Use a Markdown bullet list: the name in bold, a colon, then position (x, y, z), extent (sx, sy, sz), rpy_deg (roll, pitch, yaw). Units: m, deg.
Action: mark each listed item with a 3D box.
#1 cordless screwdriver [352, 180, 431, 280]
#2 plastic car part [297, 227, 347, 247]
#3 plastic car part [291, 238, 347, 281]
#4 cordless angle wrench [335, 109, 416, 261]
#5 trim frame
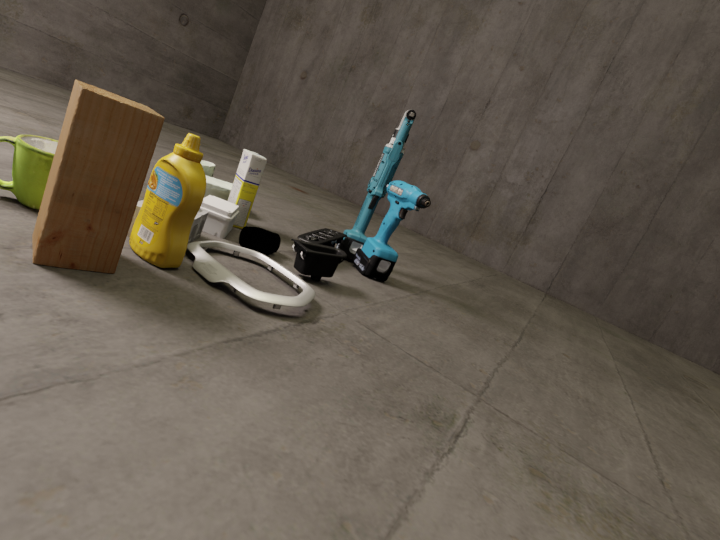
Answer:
- **cordless screwdriver**: position (0.079, -0.093, 1.039), extent (0.071, 0.248, 0.167), rpy_deg (17, 13, -29)
- **plastic car part**: position (-0.101, -0.066, 1.032), extent (0.068, 0.067, 0.198), rpy_deg (26, 13, 12)
- **plastic car part**: position (-0.084, -0.014, 0.838), extent (0.110, 0.070, 0.070), rpy_deg (13, 16, -38)
- **cordless angle wrench**: position (0.048, -0.224, 1.129), extent (0.073, 0.421, 0.100), rpy_deg (22, 12, -11)
- **trim frame**: position (-0.182, 0.003, 0.698), extent (0.263, 0.027, 0.175), rpy_deg (32, 15, 35)
